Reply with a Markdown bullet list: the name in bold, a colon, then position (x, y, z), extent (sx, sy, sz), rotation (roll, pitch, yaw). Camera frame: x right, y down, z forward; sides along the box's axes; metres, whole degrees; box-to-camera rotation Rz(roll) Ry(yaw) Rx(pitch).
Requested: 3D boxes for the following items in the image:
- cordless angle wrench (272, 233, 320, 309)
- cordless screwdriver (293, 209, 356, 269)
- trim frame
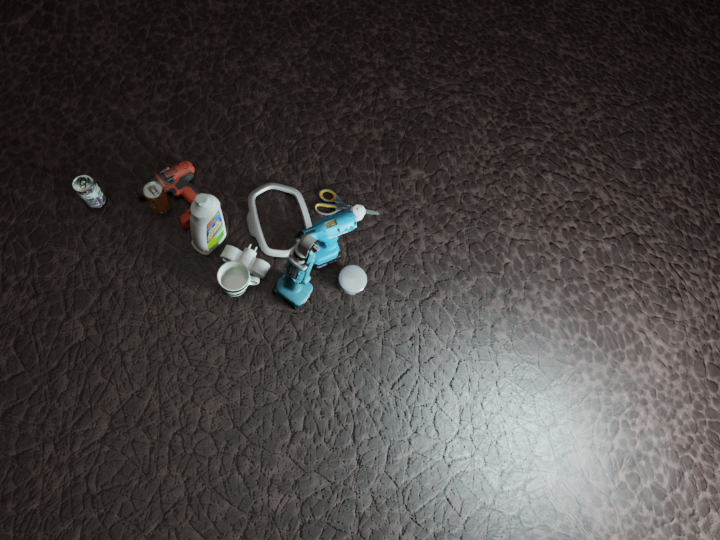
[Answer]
- **cordless angle wrench**: position (-0.148, 0.001, 1.002), extent (0.098, 0.422, 0.074), rotation (38, 68, 0)
- **cordless screwdriver**: position (-0.110, -0.072, 1.128), extent (0.156, 0.248, 0.076), rotation (-22, 79, -18)
- **trim frame**: position (-0.244, -0.154, 1.257), extent (0.181, 0.027, 0.255), rotation (-15, 73, -13)
